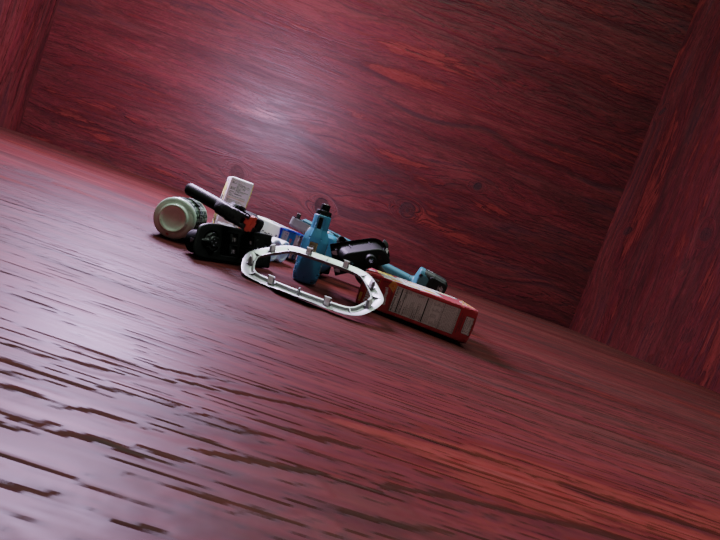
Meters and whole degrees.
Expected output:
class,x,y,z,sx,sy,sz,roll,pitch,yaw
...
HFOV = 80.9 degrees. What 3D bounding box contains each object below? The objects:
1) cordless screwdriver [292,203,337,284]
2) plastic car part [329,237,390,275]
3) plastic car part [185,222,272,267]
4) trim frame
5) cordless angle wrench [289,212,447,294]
class,x,y,z,sx,sy,sz,roll,pitch,yaw
cordless screwdriver,-0.091,-0.059,0.929,0.074,0.159,0.248,17,2,-1
plastic car part,0.005,-0.025,0.818,0.116,0.065,0.072,-10,14,-4
plastic car part,-0.239,-0.047,0.766,0.070,0.066,0.195,11,1,22
trim frame,-0.080,0.008,0.713,0.254,0.027,0.183,20,27,11
cordless angle wrench,0.005,-0.030,1.066,0.431,0.098,0.073,28,5,10
